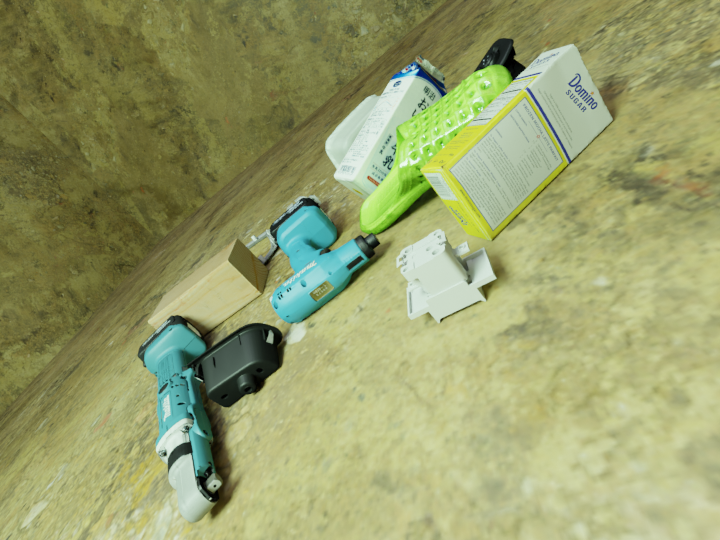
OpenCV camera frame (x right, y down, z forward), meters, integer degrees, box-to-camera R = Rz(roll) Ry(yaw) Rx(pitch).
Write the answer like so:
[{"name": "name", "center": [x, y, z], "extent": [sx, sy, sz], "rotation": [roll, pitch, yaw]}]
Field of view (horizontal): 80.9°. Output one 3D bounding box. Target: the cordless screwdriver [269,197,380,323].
[{"name": "cordless screwdriver", "center": [-0.062, -0.040, 0.631], "extent": [0.160, 0.071, 0.258], "rotation": [-38, 28, 9]}]

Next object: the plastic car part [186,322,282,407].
[{"name": "plastic car part", "center": [-0.146, 0.121, 0.515], "extent": [0.117, 0.062, 0.074], "rotation": [-35, 38, 9]}]

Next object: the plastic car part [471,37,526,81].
[{"name": "plastic car part", "center": [0.150, -0.202, 0.556], "extent": [0.202, 0.066, 0.068], "rotation": [-63, 11, 14]}]

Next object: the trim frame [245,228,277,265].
[{"name": "trim frame", "center": [-0.257, -0.023, 0.946], "extent": [0.184, 0.026, 0.259], "rotation": [-43, 26, 0]}]

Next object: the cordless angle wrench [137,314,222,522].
[{"name": "cordless angle wrench", "center": [-0.238, 0.168, 0.557], "extent": [0.097, 0.071, 0.442], "rotation": [-47, 27, -11]}]
